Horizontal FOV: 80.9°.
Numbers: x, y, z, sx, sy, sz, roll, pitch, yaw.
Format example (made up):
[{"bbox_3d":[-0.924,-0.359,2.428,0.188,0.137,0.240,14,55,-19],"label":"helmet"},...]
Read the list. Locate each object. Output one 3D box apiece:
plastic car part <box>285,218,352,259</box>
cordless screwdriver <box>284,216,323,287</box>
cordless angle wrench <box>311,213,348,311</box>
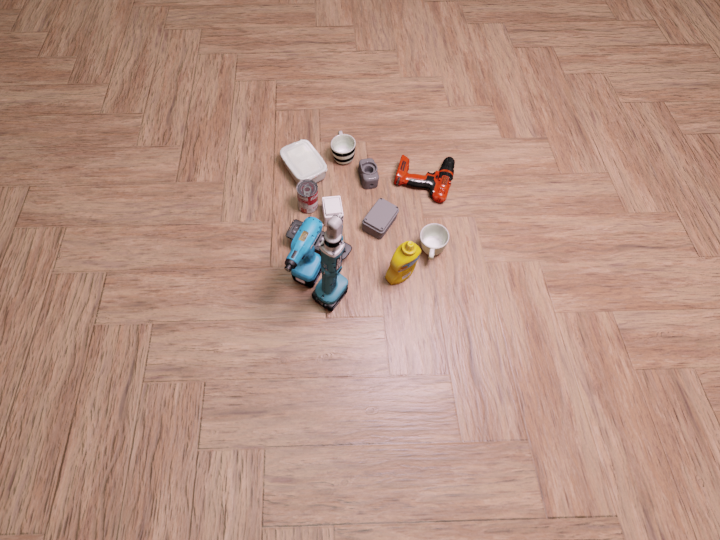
[{"bbox_3d":[-0.127,-0.083,1.300,0.207,0.065,0.066,23,65,11],"label":"plastic car part"},{"bbox_3d":[-0.159,-0.024,1.170,0.076,0.243,0.160,24,65,6],"label":"cordless screwdriver"},{"bbox_3d":[-0.073,-0.015,1.069,0.076,0.413,0.097,35,66,11],"label":"cordless angle wrench"}]
